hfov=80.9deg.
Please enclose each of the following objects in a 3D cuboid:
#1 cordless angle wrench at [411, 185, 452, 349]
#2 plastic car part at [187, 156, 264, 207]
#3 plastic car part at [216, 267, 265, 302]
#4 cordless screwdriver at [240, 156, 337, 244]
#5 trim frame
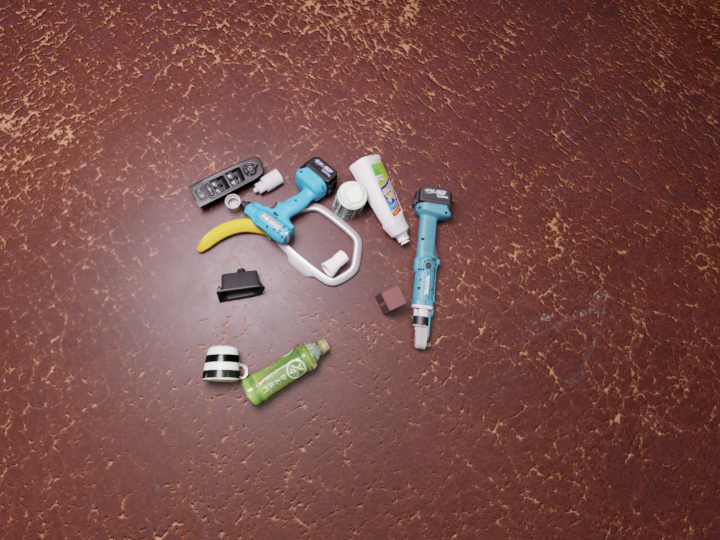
[{"bbox_3d":[0.172,-0.009,1.110,0.097,0.074,0.427,8,77,-5],"label":"cordless angle wrench"},{"bbox_3d":[-0.345,-0.229,1.118,0.201,0.066,0.068,-31,76,-9],"label":"plastic car part"},{"bbox_3d":[-0.304,0.030,1.065,0.115,0.065,0.073,-12,64,-12],"label":"plastic car part"},{"bbox_3d":[-0.184,-0.198,1.109,0.164,0.073,0.247,36,69,13],"label":"cordless screwdriver"},{"bbox_3d":[-0.110,-0.072,1.122,0.250,0.027,0.183,38,74,3],"label":"trim frame"}]
